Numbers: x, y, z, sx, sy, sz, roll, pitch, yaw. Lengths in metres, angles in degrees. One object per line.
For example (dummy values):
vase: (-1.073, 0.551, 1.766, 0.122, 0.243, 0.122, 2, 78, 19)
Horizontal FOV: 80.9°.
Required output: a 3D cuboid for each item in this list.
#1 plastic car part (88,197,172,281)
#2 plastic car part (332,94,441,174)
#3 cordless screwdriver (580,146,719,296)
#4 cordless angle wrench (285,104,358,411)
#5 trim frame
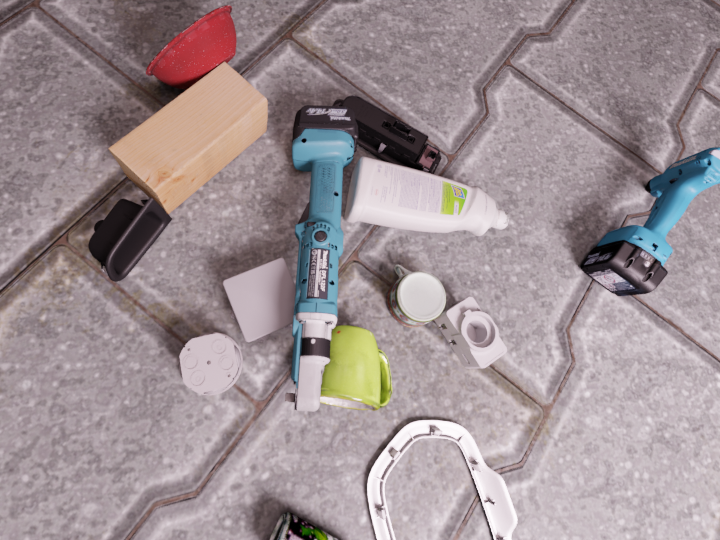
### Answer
plastic car part: (-0.329, -0.052, 0.582, 0.073, 0.064, 0.116, 30, 74, 14)
plastic car part: (0.040, -0.221, 0.685, 0.204, 0.066, 0.066, 29, 79, 3)
cordless screwdriver: (0.460, -0.076, 0.676, 0.075, 0.158, 0.248, 40, 87, 2)
cordless angle wrench: (-0.056, -0.036, 0.570, 0.098, 0.073, 0.432, 1, 65, -1)
trim frame: (0.110, 0.324, 0.545, 0.181, 0.027, 0.254, -13, 74, -13)
